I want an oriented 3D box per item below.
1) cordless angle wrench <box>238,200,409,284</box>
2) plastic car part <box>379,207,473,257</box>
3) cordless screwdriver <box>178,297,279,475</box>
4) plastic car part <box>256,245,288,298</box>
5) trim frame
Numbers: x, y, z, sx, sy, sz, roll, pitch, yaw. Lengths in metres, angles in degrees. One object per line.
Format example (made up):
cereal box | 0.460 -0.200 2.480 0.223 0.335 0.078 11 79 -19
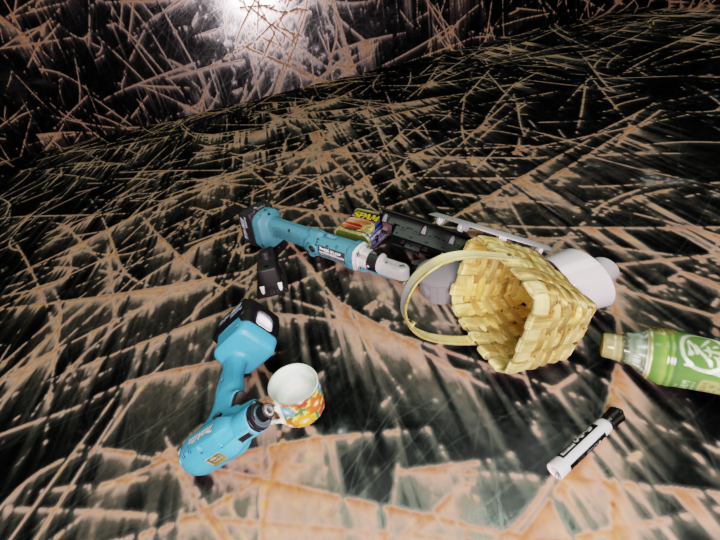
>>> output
cordless angle wrench | -0.087 -0.057 0.895 0.446 0.094 0.073 19 41 33
plastic car part | 0.127 -0.060 0.819 0.210 0.064 0.067 17 59 18
cordless screwdriver | -0.165 0.143 0.601 0.161 0.071 0.256 -39 28 24
plastic car part | -0.190 -0.007 0.872 0.066 0.068 0.121 -13 37 -4
trim frame | 0.230 -0.068 0.768 0.178 0.027 0.258 12 9 -20
